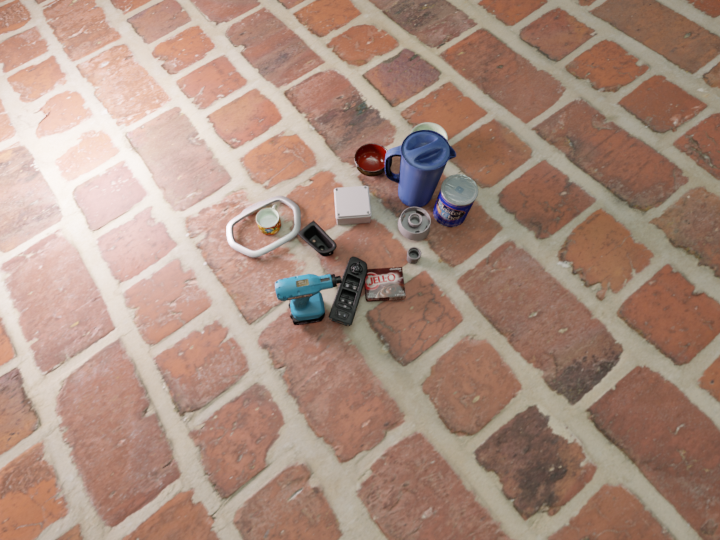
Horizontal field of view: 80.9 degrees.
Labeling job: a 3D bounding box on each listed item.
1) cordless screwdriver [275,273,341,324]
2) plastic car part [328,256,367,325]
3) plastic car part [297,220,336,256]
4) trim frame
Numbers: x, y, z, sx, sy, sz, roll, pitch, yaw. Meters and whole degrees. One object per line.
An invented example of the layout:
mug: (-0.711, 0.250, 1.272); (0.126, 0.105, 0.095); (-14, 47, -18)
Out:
cordless screwdriver: (-0.126, 0.070, 1.102); (0.159, 0.242, 0.076); (-10, 69, -3)
plastic car part: (-0.029, 0.059, 1.196); (0.067, 0.065, 0.205); (14, 68, 7)
plastic car part: (-0.123, -0.081, 1.262); (0.065, 0.069, 0.121); (-41, 71, -14)
trim frame: (-0.301, -0.142, 1.325); (0.246, 0.027, 0.191); (-32, 68, -10)
